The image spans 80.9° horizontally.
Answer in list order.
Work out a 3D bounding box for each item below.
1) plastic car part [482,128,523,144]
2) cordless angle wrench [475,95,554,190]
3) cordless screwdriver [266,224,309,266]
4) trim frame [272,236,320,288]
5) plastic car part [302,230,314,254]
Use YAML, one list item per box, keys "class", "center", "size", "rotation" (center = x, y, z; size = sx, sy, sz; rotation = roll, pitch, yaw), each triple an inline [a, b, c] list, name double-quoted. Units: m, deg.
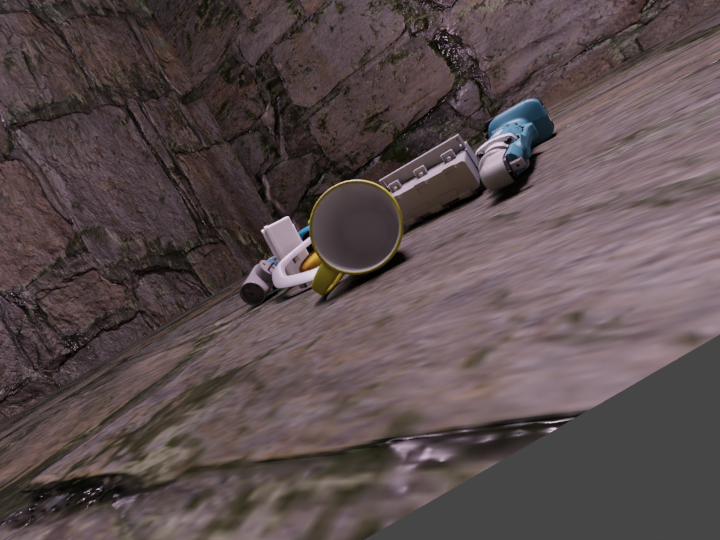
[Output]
- class: "plastic car part"
  center: [0.285, -0.249, 0.801]
  size: [0.070, 0.064, 0.120]
  rotation: [-50, 19, -26]
- class: "cordless angle wrench"
  center: [0.204, -0.172, 0.575]
  size: [0.100, 0.073, 0.417]
  rotation: [-25, 12, 31]
- class: "cordless screwdriver"
  center: [-0.169, -0.051, 1.106]
  size: [0.164, 0.073, 0.245]
  rotation: [-25, 14, 36]
- class: "trim frame"
  center: [-0.033, -0.044, 0.641]
  size: [0.192, 0.027, 0.244]
  rotation: [-3, 31, 50]
- class: "plastic car part"
  center: [-0.088, -0.058, 0.904]
  size: [0.066, 0.066, 0.207]
  rotation: [-21, 5, -18]
